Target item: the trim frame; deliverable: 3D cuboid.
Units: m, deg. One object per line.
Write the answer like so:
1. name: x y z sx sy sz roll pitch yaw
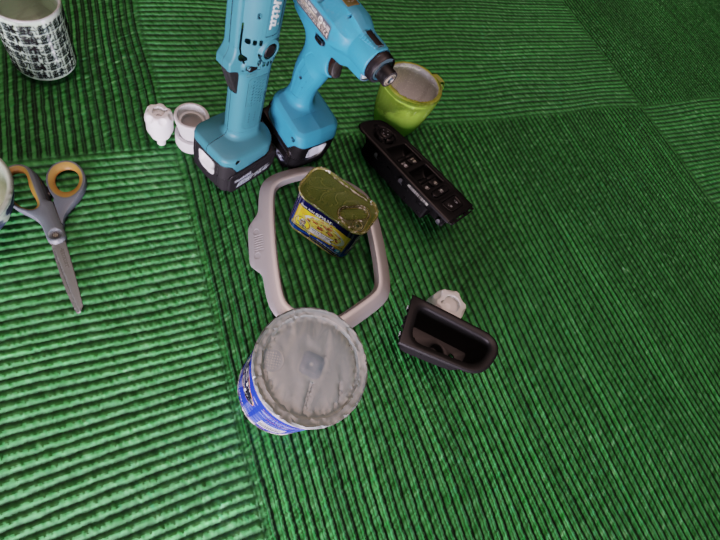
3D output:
1. trim frame: -0.055 -0.036 0.560 0.179 0.027 0.256 -2 65 -17

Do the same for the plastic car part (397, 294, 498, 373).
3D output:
1. plastic car part: 0.095 0.091 0.517 0.116 0.071 0.066 26 61 -4

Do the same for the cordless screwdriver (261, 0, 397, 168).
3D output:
1. cordless screwdriver: -0.049 -0.217 0.524 0.073 0.249 0.163 -28 78 -29

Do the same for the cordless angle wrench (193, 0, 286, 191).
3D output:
1. cordless angle wrench: -0.107 -0.229 0.413 0.075 0.424 0.096 47 60 3

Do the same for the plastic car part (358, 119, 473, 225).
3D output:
1. plastic car part: 0.070 -0.143 0.627 0.065 0.067 0.207 -32 77 -28
